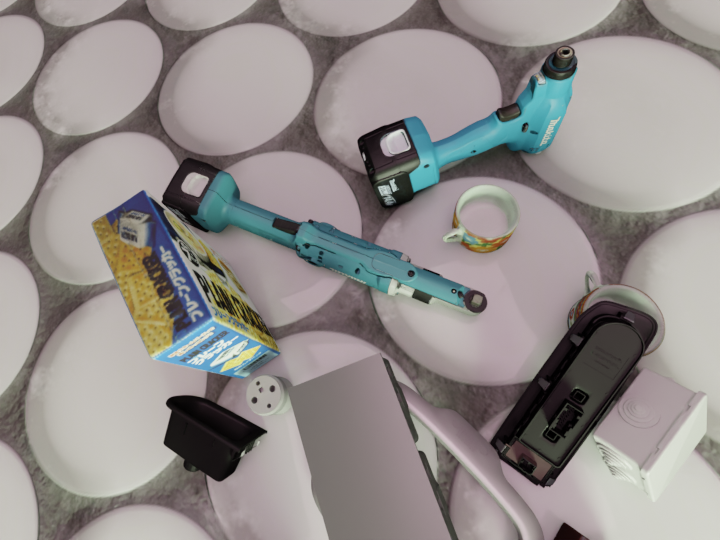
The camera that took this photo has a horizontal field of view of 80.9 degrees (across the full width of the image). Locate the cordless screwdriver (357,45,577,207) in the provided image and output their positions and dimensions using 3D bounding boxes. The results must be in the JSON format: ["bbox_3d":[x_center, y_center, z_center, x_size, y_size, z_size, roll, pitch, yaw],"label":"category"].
[{"bbox_3d":[0.123,-0.168,0.510,0.251,0.153,0.076,-17,70,6],"label":"cordless screwdriver"}]

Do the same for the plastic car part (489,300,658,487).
[{"bbox_3d":[0.203,0.119,0.407,0.070,0.064,0.203,34,98,27],"label":"plastic car part"}]

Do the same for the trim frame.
[{"bbox_3d":[0.058,0.234,0.436,0.260,0.026,0.184,41,89,27],"label":"trim frame"}]

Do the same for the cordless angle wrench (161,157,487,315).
[{"bbox_3d":[-0.053,-0.035,0.541,0.435,0.095,0.074,22,76,14],"label":"cordless angle wrench"}]

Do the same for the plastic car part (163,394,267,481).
[{"bbox_3d":[-0.181,0.201,0.495,0.121,0.063,0.071,16,89,19],"label":"plastic car part"}]
